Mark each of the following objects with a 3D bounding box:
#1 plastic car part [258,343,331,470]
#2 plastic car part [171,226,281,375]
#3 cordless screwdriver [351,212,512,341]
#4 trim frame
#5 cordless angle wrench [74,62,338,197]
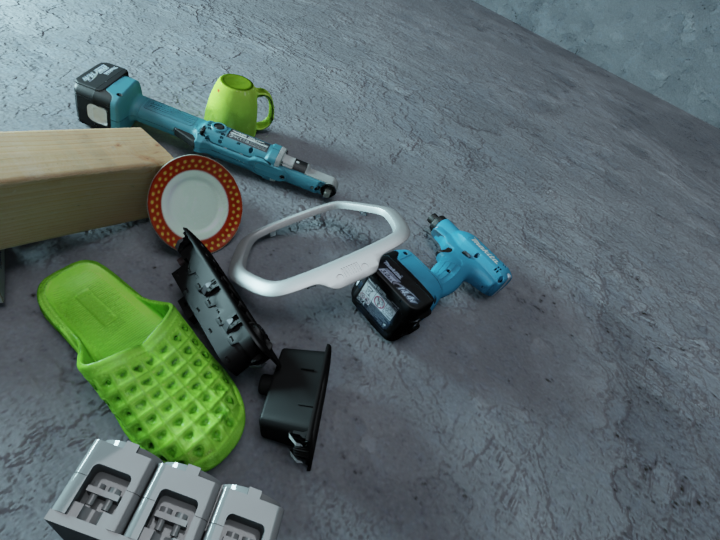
[{"bbox_3d":[-0.071,0.129,0.437,0.071,0.064,0.119,5,42,1],"label":"plastic car part"},{"bbox_3d":[-0.160,0.037,0.468,0.066,0.063,0.214,-37,56,-17],"label":"plastic car part"},{"bbox_3d":[0.093,-0.008,0.611,0.240,0.074,0.166,-18,57,-38],"label":"cordless screwdriver"},{"bbox_3d":[-0.055,-0.036,0.559,0.243,0.026,0.195,-24,36,-22],"label":"trim frame"},{"bbox_3d":[-0.234,-0.210,0.682,0.420,0.074,0.099,21,45,-4],"label":"cordless angle wrench"}]
